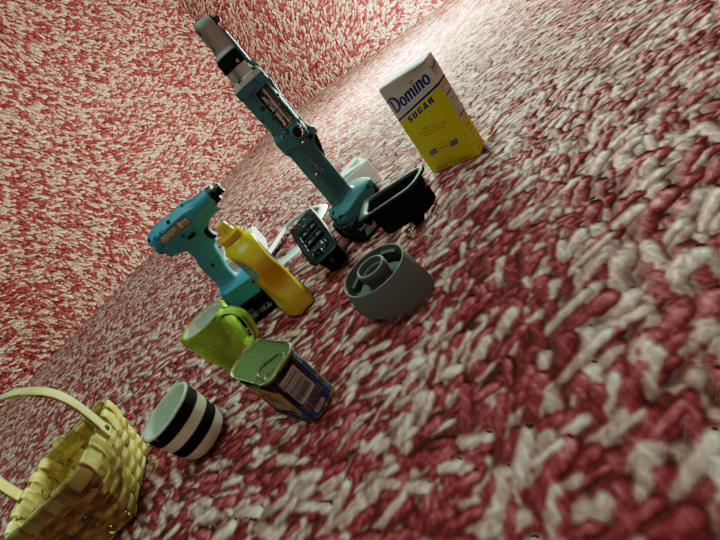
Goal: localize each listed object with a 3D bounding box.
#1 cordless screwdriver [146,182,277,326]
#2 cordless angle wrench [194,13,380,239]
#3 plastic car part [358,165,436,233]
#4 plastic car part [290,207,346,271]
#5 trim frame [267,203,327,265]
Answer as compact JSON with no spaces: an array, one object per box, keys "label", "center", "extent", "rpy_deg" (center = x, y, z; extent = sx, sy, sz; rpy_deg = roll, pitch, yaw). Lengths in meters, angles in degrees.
[{"label":"cordless screwdriver","center":[-0.238,-0.027,0.762],"extent":[0.160,0.239,0.077],"rpy_deg":[-39,22,7]},{"label":"cordless angle wrench","center":[-0.110,-0.222,0.689],"extent":[0.097,0.407,0.077],"rpy_deg":[-48,22,-15]},{"label":"plastic car part","center":[0.064,-0.097,0.645],"extent":[0.119,0.068,0.067],"rpy_deg":[-27,28,30]},{"label":"plastic car part","center":[-0.075,-0.049,0.770],"extent":[0.066,0.064,0.211],"rpy_deg":[-42,26,1]},{"label":"trim frame","center":[-0.156,-0.070,0.956],"extent":[0.190,0.026,0.251],"rpy_deg":[-23,32,35]}]
